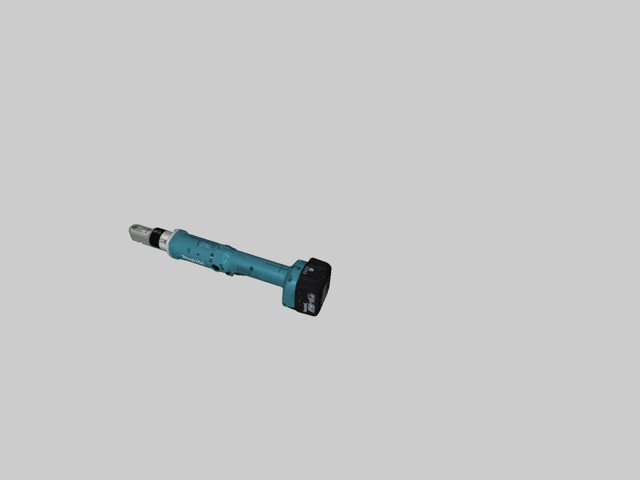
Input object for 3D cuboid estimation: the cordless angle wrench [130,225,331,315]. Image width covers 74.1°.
[{"bbox_3d":[-0.191,0.037,0.831,0.423,0.098,0.074,16,48,11],"label":"cordless angle wrench"}]
